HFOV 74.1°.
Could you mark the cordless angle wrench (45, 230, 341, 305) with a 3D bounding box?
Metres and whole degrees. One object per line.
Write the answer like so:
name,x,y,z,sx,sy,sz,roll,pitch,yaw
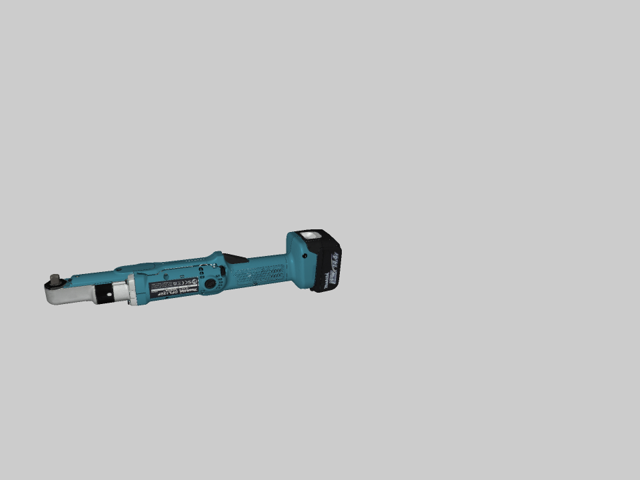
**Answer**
cordless angle wrench,-0.172,0.053,0.648,0.422,0.098,0.074,-6,25,-24
